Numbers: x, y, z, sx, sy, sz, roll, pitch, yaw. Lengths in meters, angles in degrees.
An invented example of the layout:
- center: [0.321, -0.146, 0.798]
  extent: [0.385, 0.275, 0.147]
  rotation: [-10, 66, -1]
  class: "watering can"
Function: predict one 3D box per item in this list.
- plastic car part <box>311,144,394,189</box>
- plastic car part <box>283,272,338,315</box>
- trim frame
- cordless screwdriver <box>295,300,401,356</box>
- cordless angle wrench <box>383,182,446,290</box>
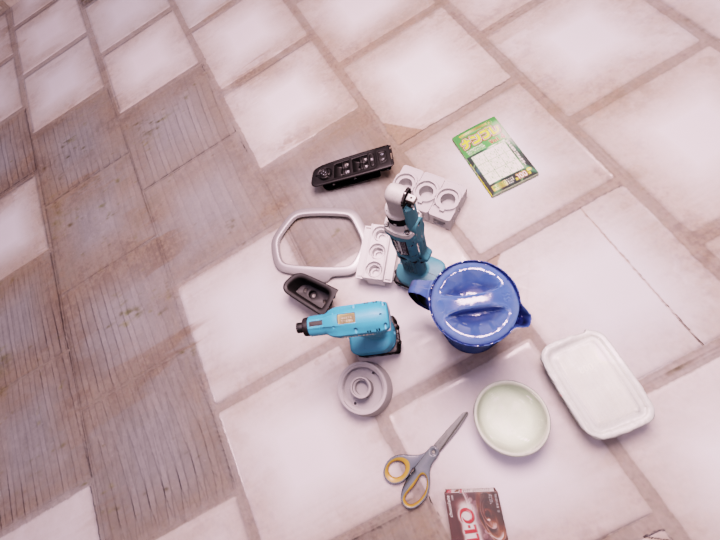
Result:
- center: [-0.020, -0.239, 1.016]
  extent: [0.207, 0.064, 0.068]
  rotation: [-11, 69, 13]
  class: "plastic car part"
- center: [-0.106, 0.052, 0.935]
  extent: [0.122, 0.068, 0.066]
  rotation: [26, 80, 23]
  class: "plastic car part"
- center: [-0.098, -0.064, 0.997]
  extent: [0.256, 0.026, 0.187]
  rotation: [1, 71, 18]
  class: "trim frame"
- center: [-0.010, 0.114, 0.788]
  extent: [0.162, 0.238, 0.076]
  rotation: [-9, 71, 11]
  class: "cordless screwdriver"
- center: [0.086, -0.043, 0.723]
  extent: [0.102, 0.406, 0.074]
  rotation: [24, 80, 19]
  class: "cordless angle wrench"
